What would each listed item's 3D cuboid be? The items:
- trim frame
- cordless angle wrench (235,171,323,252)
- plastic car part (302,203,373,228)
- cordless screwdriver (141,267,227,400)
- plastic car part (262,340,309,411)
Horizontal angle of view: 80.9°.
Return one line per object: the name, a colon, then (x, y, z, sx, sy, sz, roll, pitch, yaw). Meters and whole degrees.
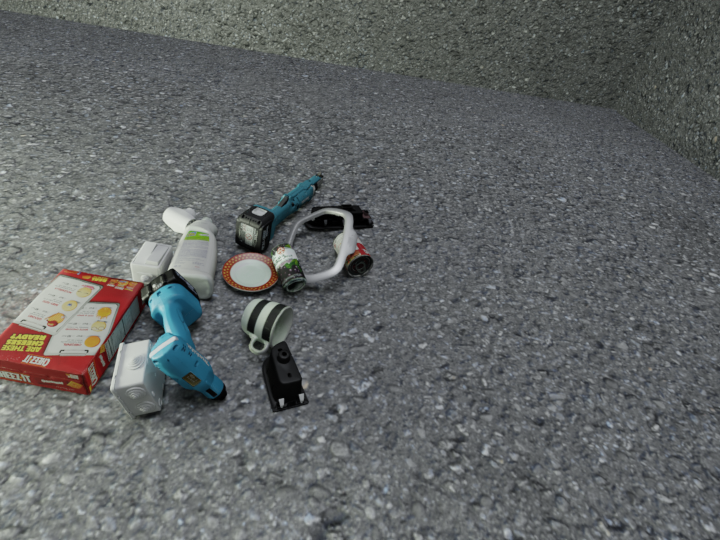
trim frame: (-0.101, -0.066, 1.029, 0.189, 0.026, 0.253, -4, 47, 17)
cordless angle wrench: (-0.198, -0.186, 1.173, 0.076, 0.096, 0.421, 21, 35, 10)
plastic car part: (-0.059, -0.150, 1.175, 0.198, 0.065, 0.069, -8, 49, -18)
cordless screwdriver: (-0.311, 0.113, 0.754, 0.074, 0.151, 0.263, -36, 40, -6)
plastic car part: (-0.136, 0.175, 0.746, 0.064, 0.070, 0.122, -7, 45, -25)
